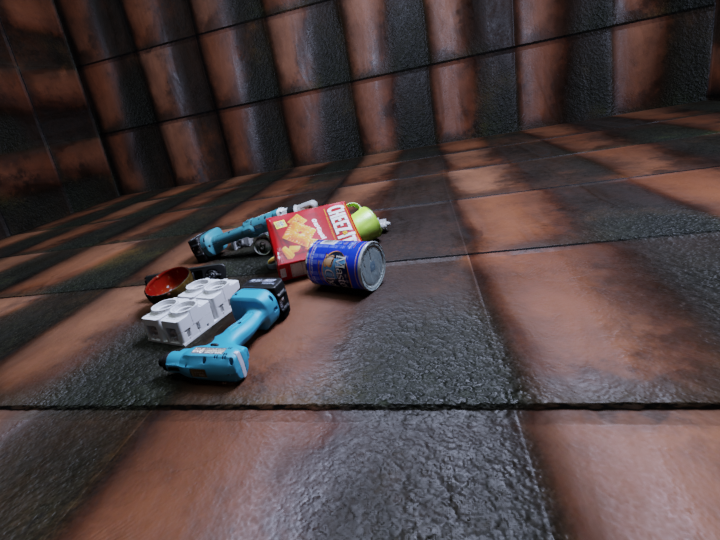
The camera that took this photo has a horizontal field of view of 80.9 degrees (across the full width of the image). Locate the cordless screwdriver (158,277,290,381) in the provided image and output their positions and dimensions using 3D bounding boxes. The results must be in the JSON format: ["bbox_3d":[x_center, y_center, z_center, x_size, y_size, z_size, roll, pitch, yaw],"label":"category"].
[{"bbox_3d":[-0.236,0.103,0.766,0.164,0.072,0.249,-4,26,18],"label":"cordless screwdriver"}]

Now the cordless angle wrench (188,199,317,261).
[{"bbox_3d":[-0.313,-0.125,1.230,0.435,0.072,0.098,-16,20,24],"label":"cordless angle wrench"}]

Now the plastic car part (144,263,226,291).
[{"bbox_3d":[-0.432,0.029,1.068,0.204,0.067,0.066,-11,-6,3],"label":"plastic car part"}]
